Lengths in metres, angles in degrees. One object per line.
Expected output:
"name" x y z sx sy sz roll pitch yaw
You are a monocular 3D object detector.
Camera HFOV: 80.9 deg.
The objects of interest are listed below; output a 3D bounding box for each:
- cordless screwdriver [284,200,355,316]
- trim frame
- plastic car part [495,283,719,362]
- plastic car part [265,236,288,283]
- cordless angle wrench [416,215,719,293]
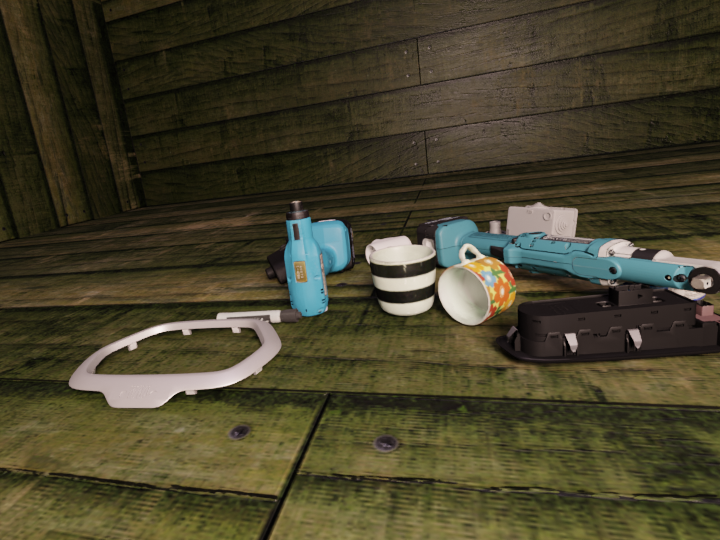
"cordless screwdriver" -0.067 -0.044 0.682 0.076 0.157 0.248 -5 14 9
"trim frame" -0.213 0.100 0.501 0.253 0.027 0.184 -3 16 10
"plastic car part" 0.236 0.050 0.398 0.204 0.065 0.067 -9 21 5
"plastic car part" -0.144 -0.009 0.791 0.070 0.064 0.121 -26 22 -8
"cordless angle wrench" 0.237 -0.024 0.576 0.095 0.073 0.442 -15 15 -24
